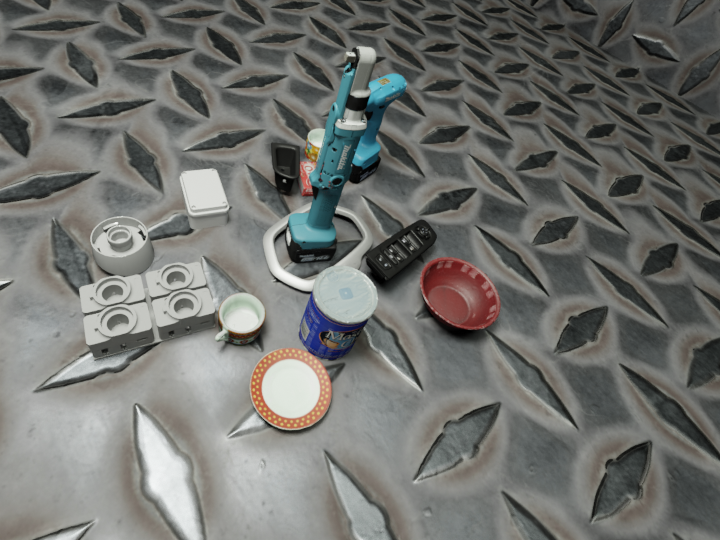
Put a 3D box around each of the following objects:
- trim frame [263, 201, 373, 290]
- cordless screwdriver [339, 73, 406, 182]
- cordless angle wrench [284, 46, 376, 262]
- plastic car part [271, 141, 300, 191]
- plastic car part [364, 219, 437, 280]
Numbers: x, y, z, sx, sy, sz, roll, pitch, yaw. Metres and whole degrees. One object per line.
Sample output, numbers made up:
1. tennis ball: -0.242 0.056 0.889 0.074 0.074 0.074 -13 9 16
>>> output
1. trim frame: -0.084 -0.055 0.860 0.190 0.027 0.244 39 53 16
2. cordless screwdriver: 0.005 -0.304 0.937 0.077 0.246 0.156 42 53 13
3. cordless angle wrench: -0.048 -0.165 0.702 0.095 0.418 0.077 -4 56 -22
4. plastic car part: -0.170 -0.222 0.941 0.064 0.070 0.121 3 52 -15
5. plastic car part: 0.085 -0.038 0.865 0.068 0.066 0.199 42 54 16
